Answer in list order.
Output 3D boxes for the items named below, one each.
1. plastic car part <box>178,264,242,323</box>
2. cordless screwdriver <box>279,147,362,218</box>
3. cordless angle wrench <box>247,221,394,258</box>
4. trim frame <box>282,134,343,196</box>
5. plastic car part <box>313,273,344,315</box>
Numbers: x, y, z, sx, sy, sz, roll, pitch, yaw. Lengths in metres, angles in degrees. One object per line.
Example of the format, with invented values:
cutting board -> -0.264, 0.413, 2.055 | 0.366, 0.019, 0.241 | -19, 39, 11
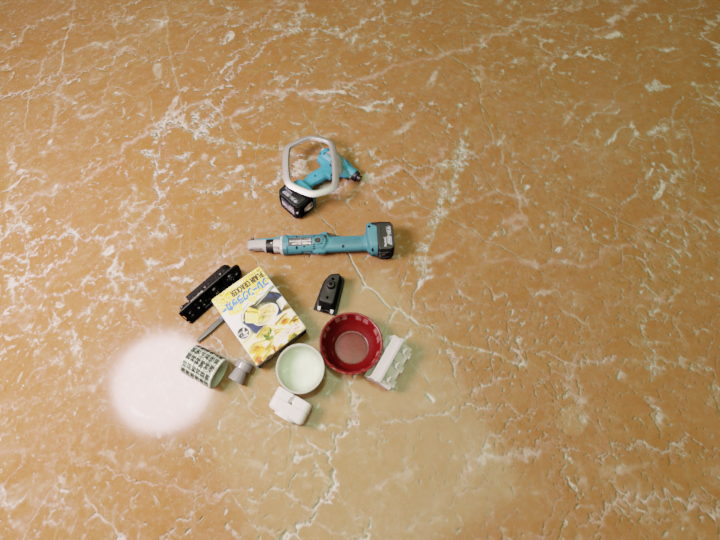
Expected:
plastic car part -> -0.420, 0.054, 1.184 | 0.201, 0.063, 0.071 | -41, 46, -13
cordless screwdriver -> -0.123, -0.261, 1.299 | 0.165, 0.072, 0.247 | 36, 69, 16
cordless angle wrench -> -0.119, -0.078, 1.218 | 0.426, 0.072, 0.100 | -2, 66, 5
trim frame -> -0.145, -0.320, 1.282 | 0.183, 0.027, 0.257 | -5, 58, -3
plastic car part -> -0.082, 0.055, 1.153 | 0.067, 0.069, 0.118 | 14, 70, 5
